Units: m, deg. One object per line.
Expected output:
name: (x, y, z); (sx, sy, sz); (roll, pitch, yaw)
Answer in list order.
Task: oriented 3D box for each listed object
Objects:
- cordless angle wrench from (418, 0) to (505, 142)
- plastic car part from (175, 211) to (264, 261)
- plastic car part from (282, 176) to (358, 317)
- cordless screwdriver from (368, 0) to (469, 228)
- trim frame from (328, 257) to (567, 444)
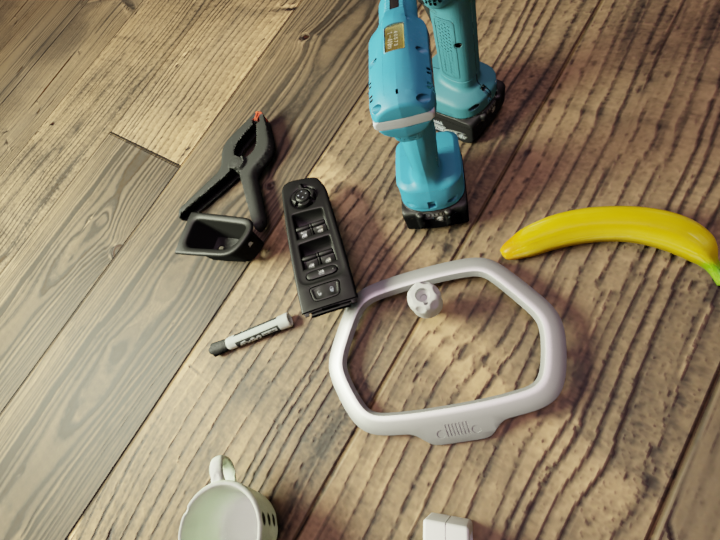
cordless angle wrench: (0.077, -0.283, 0.399); (0.103, 0.402, 0.074); (35, 83, 28)
plastic car part: (-0.187, -0.037, 0.593); (0.121, 0.067, 0.066); (7, 71, 24)
plastic car part: (-0.053, -0.034, 0.539); (0.067, 0.064, 0.211); (-23, 61, 10)
cordless screwdriver: (0.062, -0.154, 0.444); (0.076, 0.237, 0.163); (-7, 66, 17)
trim frame: (0.081, 0.084, 0.453); (0.253, 0.026, 0.190); (-17, 62, 15)
